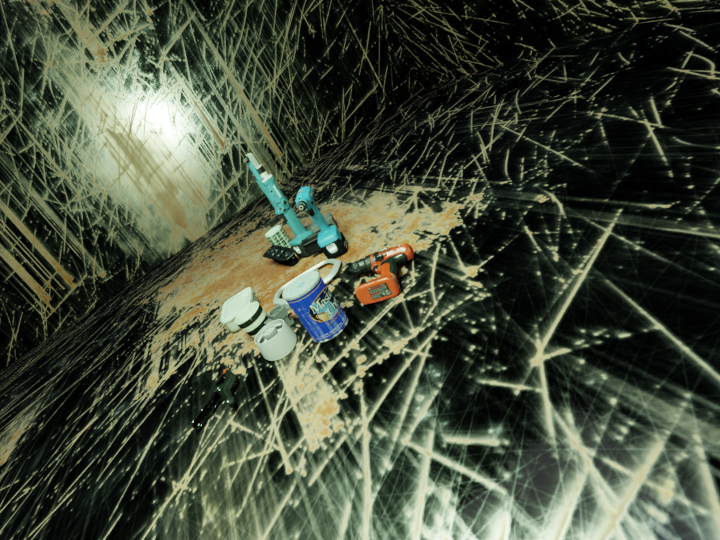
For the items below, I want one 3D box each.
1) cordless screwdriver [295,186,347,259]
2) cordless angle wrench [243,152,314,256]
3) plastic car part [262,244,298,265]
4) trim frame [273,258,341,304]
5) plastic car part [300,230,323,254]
[{"bbox_3d":[-0.132,-0.147,1.368,0.075,0.241,0.162,-27,21,12],"label":"cordless screwdriver"},{"bbox_3d":[-0.287,-0.238,1.524,0.077,0.409,0.097,-8,30,49],"label":"cordless angle wrench"},{"bbox_3d":[-0.299,-0.052,1.609,0.065,0.065,0.212,-42,25,-24],"label":"plastic car part"},{"bbox_3d":[-0.167,0.036,1.324,0.248,0.026,0.191,-34,24,-4],"label":"trim frame"},{"bbox_3d":[-0.147,-0.096,1.503,0.117,0.068,0.068,-30,21,6],"label":"plastic car part"}]
